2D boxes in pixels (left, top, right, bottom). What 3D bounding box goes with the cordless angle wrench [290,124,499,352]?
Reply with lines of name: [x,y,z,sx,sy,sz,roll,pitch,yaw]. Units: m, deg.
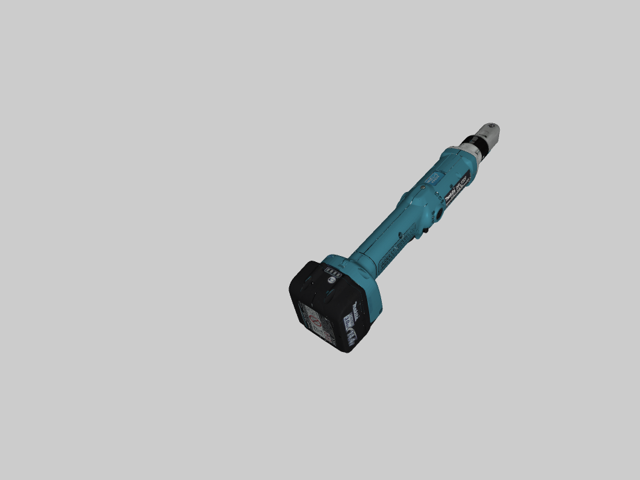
cordless angle wrench: [0.131,-0.041,0.555,0.074,0.098,0.421,27,57,33]
